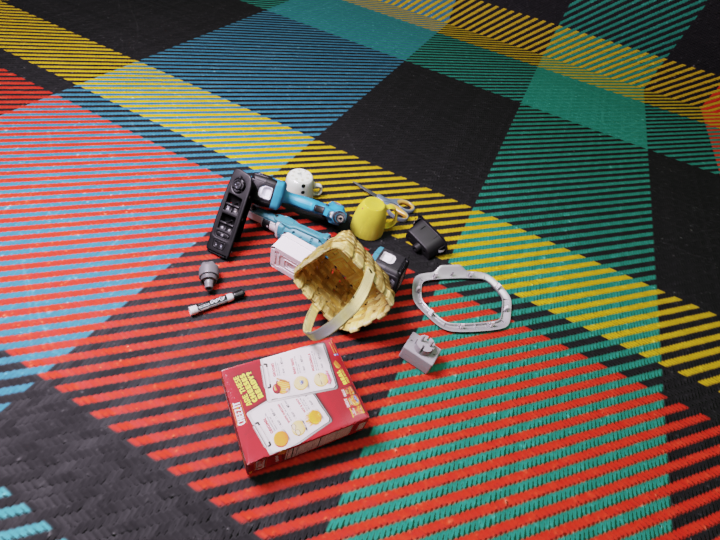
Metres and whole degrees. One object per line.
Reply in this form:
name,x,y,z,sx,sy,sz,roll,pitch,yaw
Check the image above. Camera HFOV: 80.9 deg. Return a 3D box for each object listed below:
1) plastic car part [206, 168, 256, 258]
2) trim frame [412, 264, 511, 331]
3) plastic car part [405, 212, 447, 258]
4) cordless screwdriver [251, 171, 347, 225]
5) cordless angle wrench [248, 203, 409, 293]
plastic car part,-0.288,-0.132,0.980,0.069,0.202,0.064,24,11,26
trim frame,0.241,0.062,0.993,0.244,0.027,0.192,-3,48,-11
plastic car part,0.161,-0.078,1.089,0.070,0.064,0.122,-30,62,-16
cordless screwdriver,-0.152,-0.167,1.032,0.245,0.074,0.163,17,11,-10
cordless angle wrench,-0.099,-0.064,1.008,0.437,0.095,0.074,25,46,17
